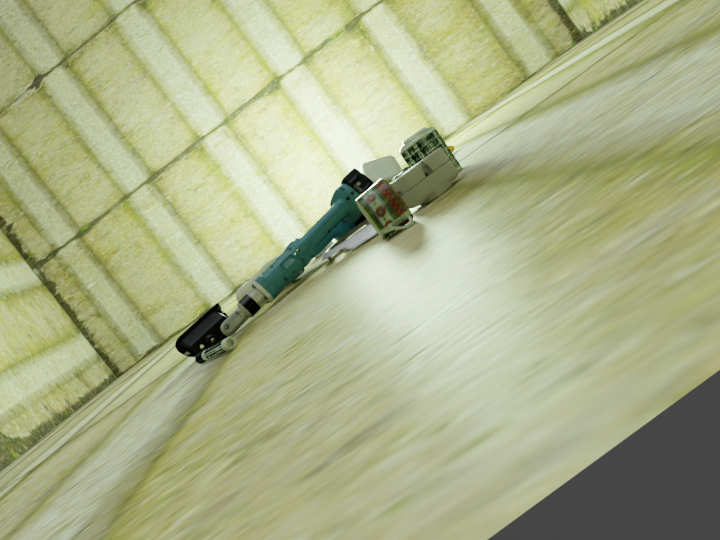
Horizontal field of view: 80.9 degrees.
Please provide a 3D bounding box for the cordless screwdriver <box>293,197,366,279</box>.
[{"bbox_3d":[-0.097,-0.063,0.990,0.246,0.074,0.161,-43,5,-19],"label":"cordless screwdriver"}]

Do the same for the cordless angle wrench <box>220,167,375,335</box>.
[{"bbox_3d":[-0.122,-0.034,0.846,0.420,0.075,0.097,-49,-5,-18],"label":"cordless angle wrench"}]

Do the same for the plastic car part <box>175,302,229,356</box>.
[{"bbox_3d":[-0.293,0.126,0.821,0.074,0.064,0.115,-4,34,51],"label":"plastic car part"}]

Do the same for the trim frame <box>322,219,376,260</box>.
[{"bbox_3d":[0.025,-0.088,0.807,0.253,0.027,0.182,-30,10,26],"label":"trim frame"}]
